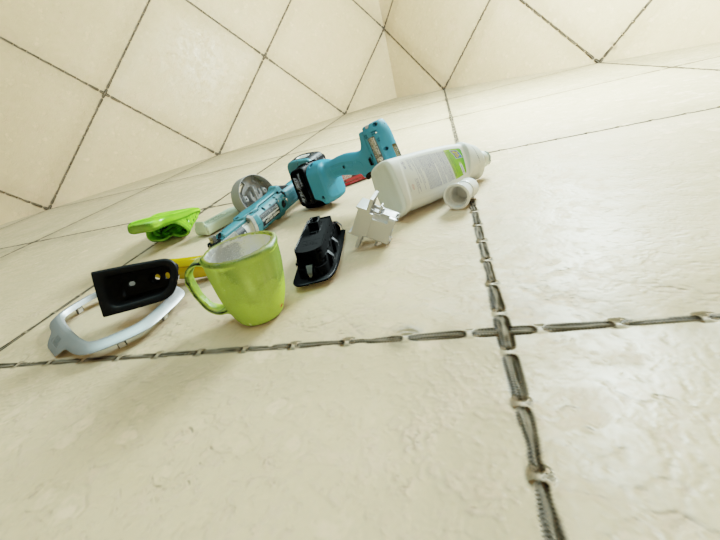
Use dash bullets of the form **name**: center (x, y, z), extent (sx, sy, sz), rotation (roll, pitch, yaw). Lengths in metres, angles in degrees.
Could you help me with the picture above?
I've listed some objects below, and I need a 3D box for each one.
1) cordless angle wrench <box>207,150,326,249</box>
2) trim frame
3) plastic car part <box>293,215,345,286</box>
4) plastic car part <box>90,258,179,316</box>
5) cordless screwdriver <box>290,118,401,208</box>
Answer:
- **cordless angle wrench**: center (-0.185, -0.142, 0.904), extent (0.077, 0.094, 0.421), rotation (-3, 31, 27)
- **trim frame**: center (-0.370, 0.063, 0.634), extent (0.262, 0.027, 0.180), rotation (11, 34, 42)
- **plastic car part**: center (-0.062, -0.041, 0.636), extent (0.067, 0.065, 0.207), rotation (-5, 27, 4)
- **plastic car part**: center (-0.315, 0.017, 0.618), extent (0.116, 0.065, 0.072), rotation (-14, 8, -6)
- **cordless screwdriver**: center (-0.020, -0.184, 0.857), extent (0.258, 0.157, 0.072), rotation (-15, 13, 42)
